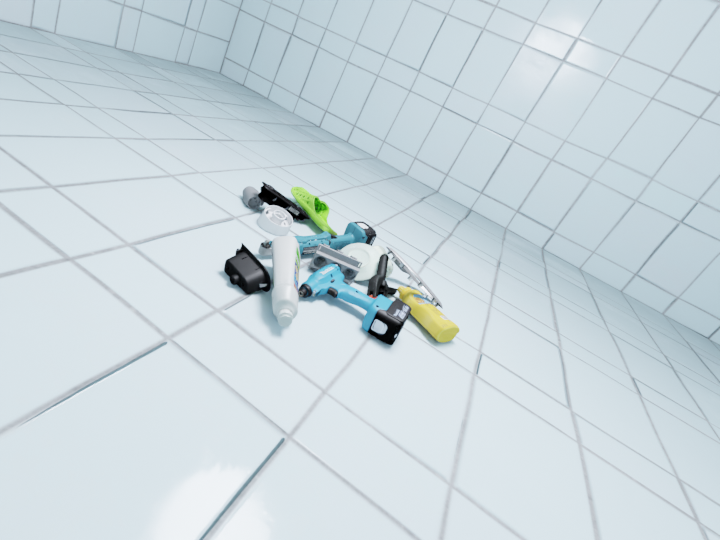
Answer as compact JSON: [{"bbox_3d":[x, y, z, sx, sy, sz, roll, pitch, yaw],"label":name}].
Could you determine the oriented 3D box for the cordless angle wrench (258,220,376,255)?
[{"bbox_3d":[-0.117,-0.077,1.196,0.078,0.097,0.405,41,32,29],"label":"cordless angle wrench"}]

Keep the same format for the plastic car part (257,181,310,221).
[{"bbox_3d":[-0.248,-0.208,1.321,0.191,0.067,0.070,40,15,-46],"label":"plastic car part"}]

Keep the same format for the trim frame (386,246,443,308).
[{"bbox_3d":[0.150,0.023,1.192,0.236,0.027,0.193,45,4,-33],"label":"trim frame"}]

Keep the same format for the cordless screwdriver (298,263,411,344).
[{"bbox_3d":[-0.018,0.077,0.984,0.258,0.073,0.155,30,29,19],"label":"cordless screwdriver"}]

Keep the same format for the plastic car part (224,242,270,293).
[{"bbox_3d":[-0.255,0.006,0.920,0.068,0.065,0.122,-21,53,-41],"label":"plastic car part"}]
